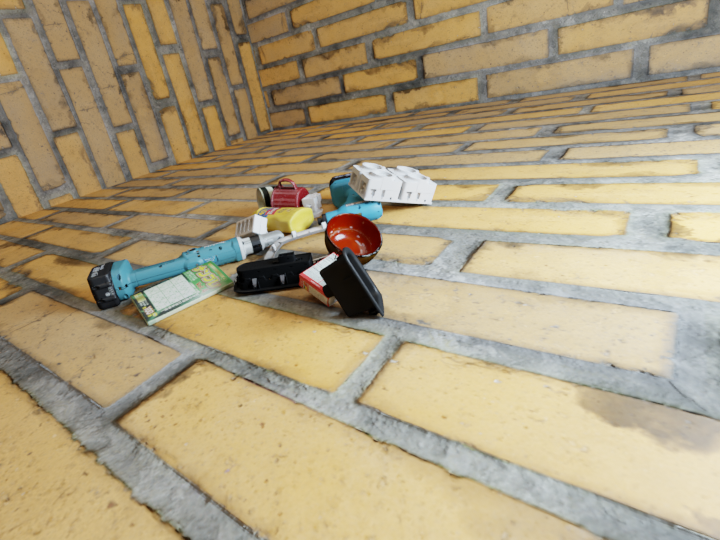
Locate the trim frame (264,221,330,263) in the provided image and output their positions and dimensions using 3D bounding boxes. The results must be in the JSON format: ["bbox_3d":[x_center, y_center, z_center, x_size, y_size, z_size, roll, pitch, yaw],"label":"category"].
[{"bbox_3d":[-0.090,-0.059,0.922,0.245,0.026,0.193,-16,31,-12],"label":"trim frame"}]

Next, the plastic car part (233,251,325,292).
[{"bbox_3d":[-0.152,0.003,0.805,0.205,0.064,0.068,-12,31,8],"label":"plastic car part"}]

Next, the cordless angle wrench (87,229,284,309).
[{"bbox_3d":[-0.374,-0.022,0.951,0.415,0.072,0.102,-17,25,-15],"label":"cordless angle wrench"}]

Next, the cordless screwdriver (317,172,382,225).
[{"bbox_3d":[-0.045,-0.183,1.120,0.159,0.072,0.258,-14,29,-2],"label":"cordless screwdriver"}]

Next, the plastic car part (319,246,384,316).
[{"bbox_3d":[-0.021,0.024,0.652,0.072,0.113,0.067,-32,19,14],"label":"plastic car part"}]
